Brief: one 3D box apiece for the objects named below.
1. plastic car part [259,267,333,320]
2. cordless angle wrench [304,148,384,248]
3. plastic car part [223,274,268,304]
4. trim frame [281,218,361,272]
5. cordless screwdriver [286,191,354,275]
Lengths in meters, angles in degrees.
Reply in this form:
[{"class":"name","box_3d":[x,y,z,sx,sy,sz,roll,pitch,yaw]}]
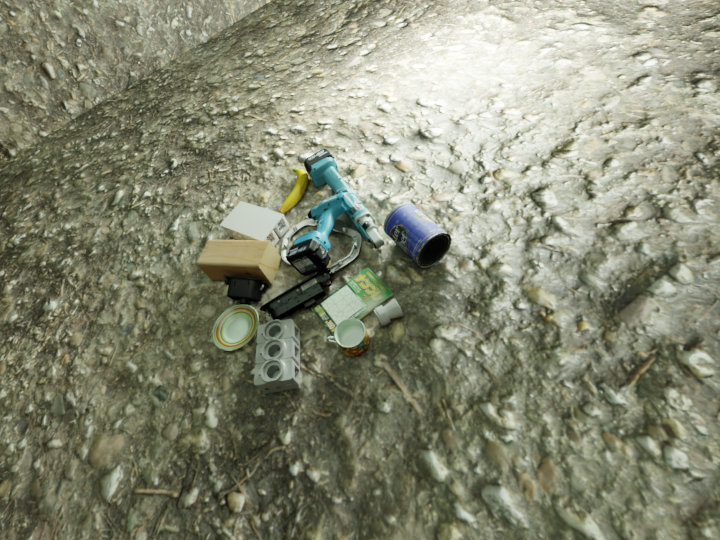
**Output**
[{"class":"plastic car part","box_3d":[-0.155,0.069,1.070,0.203,0.064,0.069,-26,75,-1]},{"class":"cordless angle wrench","box_3d":[-0.042,-0.210,1.234,0.098,0.071,0.445,-30,51,-4]},{"class":"plastic car part","box_3d":[-0.315,0.057,1.144,0.121,0.063,0.072,6,71,21]},{"class":"trim frame","box_3d":[-0.116,-0.076,1.181,0.262,0.026,0.184,17,59,33]},{"class":"cordless screwdriver","box_3d":[-0.120,-0.101,1.126,0.165,0.071,0.251,-15,40,40]}]
